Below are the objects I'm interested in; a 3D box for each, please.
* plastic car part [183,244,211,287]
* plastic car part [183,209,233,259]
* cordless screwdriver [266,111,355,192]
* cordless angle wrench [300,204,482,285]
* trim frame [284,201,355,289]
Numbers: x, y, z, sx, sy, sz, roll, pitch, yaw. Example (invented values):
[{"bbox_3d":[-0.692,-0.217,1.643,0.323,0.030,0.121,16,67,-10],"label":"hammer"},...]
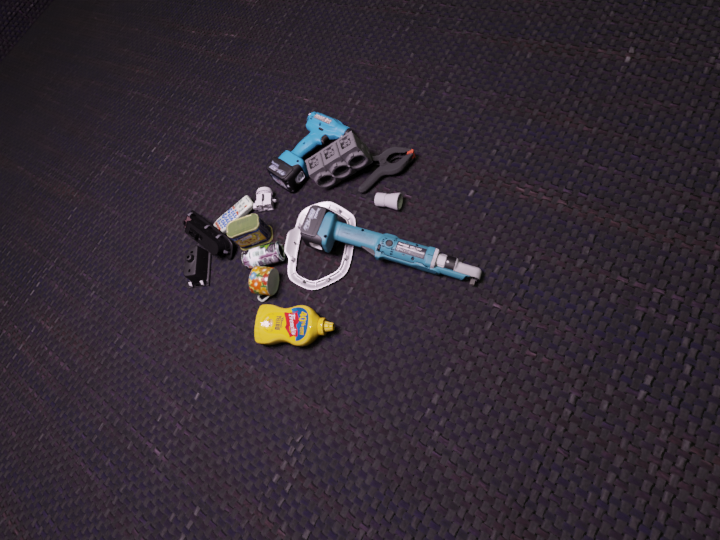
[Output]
[{"bbox_3d":[-0.458,-0.018,1.170,0.067,0.068,0.119,-8,69,13],"label":"plastic car part"},{"bbox_3d":[-0.438,-0.099,1.192,0.212,0.064,0.066,32,108,23],"label":"plastic car part"},{"bbox_3d":[-0.139,-0.333,1.193,0.167,0.071,0.248,30,76,26],"label":"cordless screwdriver"},{"bbox_3d":[0.066,-0.053,0.992,0.437,0.071,0.098,17,73,17],"label":"cordless angle wrench"},{"bbox_3d":[-0.107,-0.070,1.094,0.190,0.026,0.252,2,70,21],"label":"trim frame"}]
